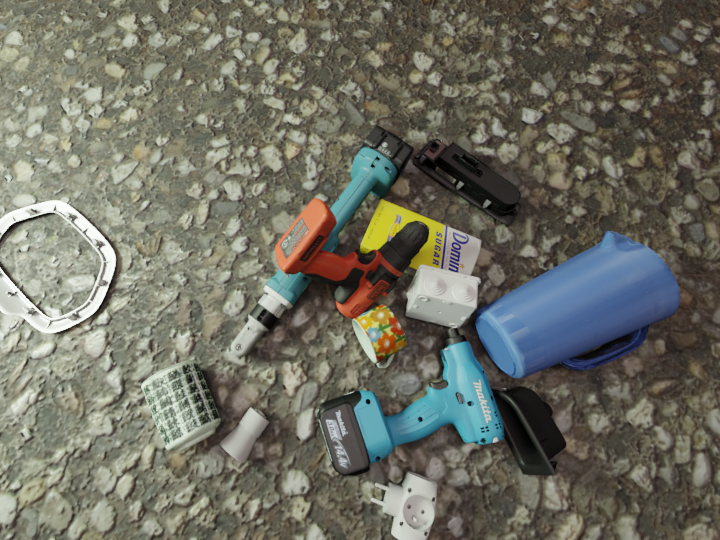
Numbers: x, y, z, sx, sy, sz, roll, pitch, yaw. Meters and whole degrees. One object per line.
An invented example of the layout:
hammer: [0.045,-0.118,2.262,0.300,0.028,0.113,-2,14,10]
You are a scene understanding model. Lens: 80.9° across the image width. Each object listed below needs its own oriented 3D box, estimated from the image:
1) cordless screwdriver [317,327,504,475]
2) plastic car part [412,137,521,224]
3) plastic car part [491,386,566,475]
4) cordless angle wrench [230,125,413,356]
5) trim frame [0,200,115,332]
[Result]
cordless screwdriver: [0.062,0.182,0.596,0.246,0.073,0.163,-12,71,-8]
plastic car part: [0.193,-0.162,0.723,0.207,0.066,0.066,41,68,10]
plastic car part: [0.241,0.214,0.593,0.069,0.066,0.120,-12,68,-22]
cordless angle wrench: [-0.065,-0.043,0.669,0.075,0.097,0.422,35,78,5]
trim frame: [-0.517,-0.013,0.694,0.254,0.027,0.183,40,77,12]
